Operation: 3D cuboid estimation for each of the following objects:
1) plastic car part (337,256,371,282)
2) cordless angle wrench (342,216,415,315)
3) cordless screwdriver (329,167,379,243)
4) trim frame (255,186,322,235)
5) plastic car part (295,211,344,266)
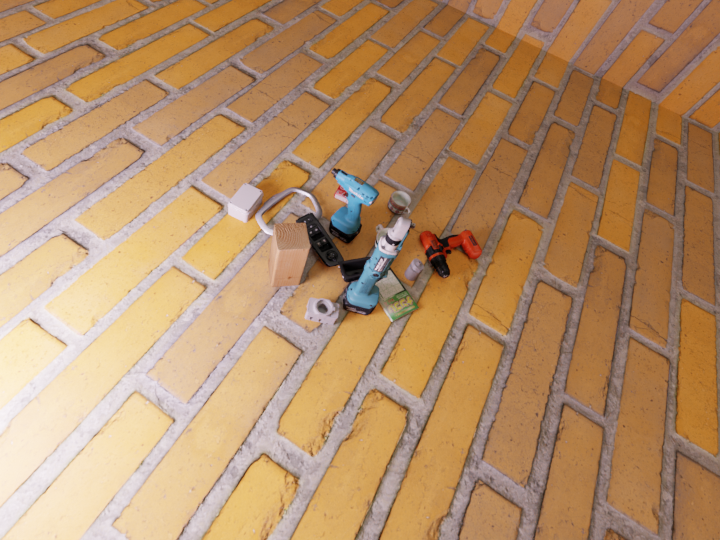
[{"bbox_3d":[-0.013,0.004,1.316,0.113,0.070,0.068,-11,61,-20],"label":"plastic car part"},{"bbox_3d":[0.045,-0.008,1.124,0.097,0.418,0.076,17,55,-7],"label":"cordless angle wrench"},{"bbox_3d":[-0.046,-0.207,1.344,0.163,0.246,0.073,38,55,9],"label":"cordless screwdriver"},{"bbox_3d":[-0.239,-0.197,1.428,0.189,0.027,0.246,35,56,12],"label":"trim frame"},{"bbox_3d":[-0.132,-0.087,1.353,0.065,0.066,0.211,-26,66,-28],"label":"plastic car part"}]
